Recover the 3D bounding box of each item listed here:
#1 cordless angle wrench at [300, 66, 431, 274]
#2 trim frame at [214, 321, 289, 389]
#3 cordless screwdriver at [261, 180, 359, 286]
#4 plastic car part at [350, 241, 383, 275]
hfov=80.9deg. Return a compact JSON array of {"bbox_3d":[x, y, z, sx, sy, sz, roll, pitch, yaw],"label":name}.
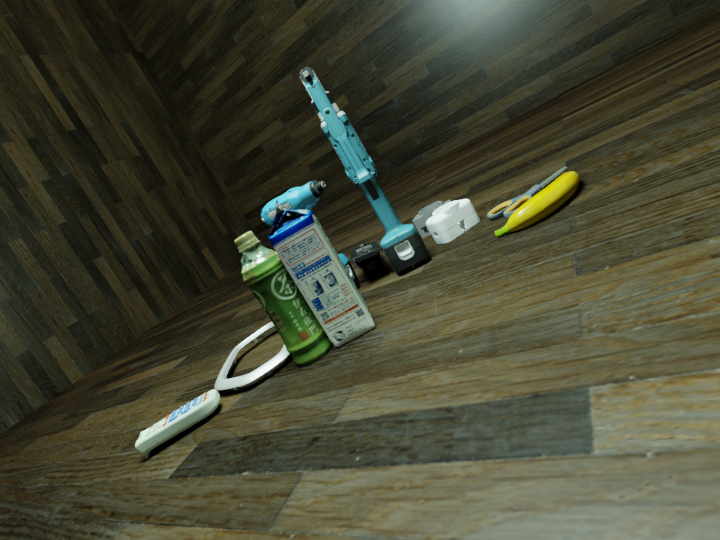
[{"bbox_3d":[0.001,-0.193,0.809,0.075,0.417,0.098,-29,8,11],"label":"cordless angle wrench"},{"bbox_3d":[-0.185,0.150,0.800,0.185,0.027,0.252,-30,13,4],"label":"trim frame"},{"bbox_3d":[-0.084,-0.055,0.863,0.164,0.245,0.073,-24,10,34],"label":"cordless screwdriver"},{"bbox_3d":[0.018,-0.028,0.934,0.066,0.066,0.206,-30,12,3],"label":"plastic car part"}]
